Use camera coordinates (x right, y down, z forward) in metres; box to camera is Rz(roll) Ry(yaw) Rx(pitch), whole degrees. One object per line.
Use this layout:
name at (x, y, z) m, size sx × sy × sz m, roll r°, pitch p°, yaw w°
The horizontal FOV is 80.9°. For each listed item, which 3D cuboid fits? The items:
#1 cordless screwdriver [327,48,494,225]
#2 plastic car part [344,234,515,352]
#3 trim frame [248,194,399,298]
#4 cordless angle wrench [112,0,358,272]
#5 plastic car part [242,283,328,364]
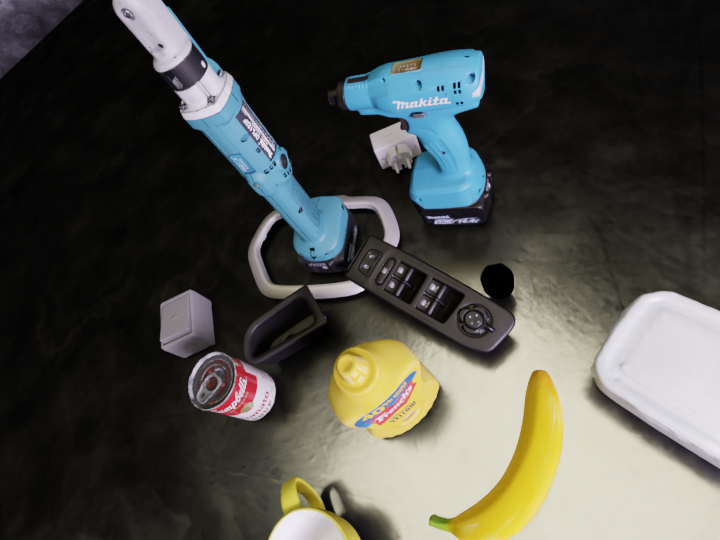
cordless screwdriver at (0.073, -0.146, 0.508) m, size 0.166 × 0.236 × 0.075 m, roll 4°, pitch 66°, yaw 25°
plastic car part at (0.080, 0.034, 0.513) m, size 0.214 × 0.063 × 0.066 m, roll 29°, pitch 78°, yaw 34°
trim frame at (-0.063, -0.041, 0.645) m, size 0.257 × 0.026 × 0.188 m, roll -6°, pitch 61°, yaw 22°
cordless angle wrench at (-0.108, -0.121, 0.478) m, size 0.077 × 0.401 × 0.100 m, roll -3°, pitch 63°, yaw 21°
plastic car part at (-0.095, 0.085, 0.566) m, size 0.117 × 0.067 × 0.069 m, roll -35°, pitch 55°, yaw 4°
